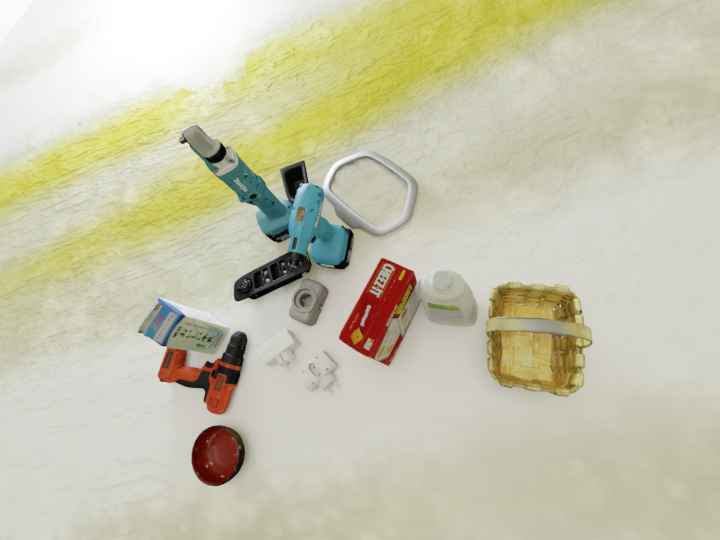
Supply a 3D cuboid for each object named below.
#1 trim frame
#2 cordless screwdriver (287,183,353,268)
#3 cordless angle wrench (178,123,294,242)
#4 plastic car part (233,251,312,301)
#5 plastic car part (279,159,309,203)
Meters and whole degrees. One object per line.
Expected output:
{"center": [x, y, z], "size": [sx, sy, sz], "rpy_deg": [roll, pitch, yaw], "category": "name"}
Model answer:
{"center": [0.020, -0.186, 1.002], "size": [0.260, 0.026, 0.184], "rpy_deg": [41, 87, 25], "category": "trim frame"}
{"center": [-0.085, -0.056, 0.874], "size": [0.077, 0.238, 0.161], "rpy_deg": [7, 75, 16], "category": "cordless screwdriver"}
{"center": [-0.229, -0.170, 0.867], "size": [0.098, 0.406, 0.077], "rpy_deg": [-27, 69, 5], "category": "cordless angle wrench"}
{"center": [-0.203, 0.015, 0.982], "size": [0.205, 0.064, 0.068], "rpy_deg": [-23, 68, 9], "category": "plastic car part"}
{"center": [-0.148, -0.198, 1.037], "size": [0.067, 0.068, 0.120], "rpy_deg": [-19, 68, 9], "category": "plastic car part"}
